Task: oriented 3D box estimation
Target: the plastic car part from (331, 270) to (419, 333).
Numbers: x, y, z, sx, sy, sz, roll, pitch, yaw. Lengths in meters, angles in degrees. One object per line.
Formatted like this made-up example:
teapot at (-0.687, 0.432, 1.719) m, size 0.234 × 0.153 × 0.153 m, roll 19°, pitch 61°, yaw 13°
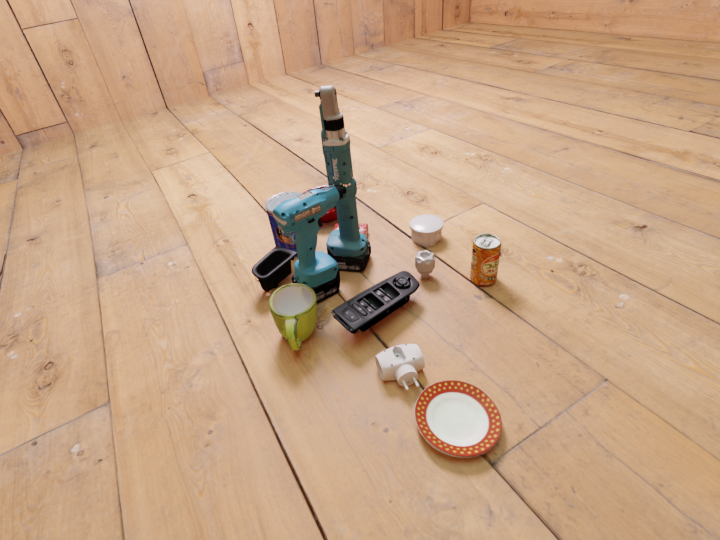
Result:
plastic car part at (0.040, 0.069, 0.853) m, size 0.199 × 0.064 × 0.070 m, roll -32°, pitch 44°, yaw -26°

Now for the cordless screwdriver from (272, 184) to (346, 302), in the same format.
cordless screwdriver at (-0.088, -0.058, 0.899) m, size 0.156 × 0.239 × 0.079 m, roll -27°, pitch 41°, yaw -24°

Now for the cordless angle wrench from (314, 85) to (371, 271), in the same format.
cordless angle wrench at (-0.041, -0.182, 0.909) m, size 0.101 × 0.407 × 0.075 m, roll 6°, pitch 39°, yaw 16°

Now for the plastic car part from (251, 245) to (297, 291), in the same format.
plastic car part at (-0.202, 0.005, 0.985) m, size 0.069 × 0.068 × 0.115 m, roll 16°, pitch 44°, yaw 28°
